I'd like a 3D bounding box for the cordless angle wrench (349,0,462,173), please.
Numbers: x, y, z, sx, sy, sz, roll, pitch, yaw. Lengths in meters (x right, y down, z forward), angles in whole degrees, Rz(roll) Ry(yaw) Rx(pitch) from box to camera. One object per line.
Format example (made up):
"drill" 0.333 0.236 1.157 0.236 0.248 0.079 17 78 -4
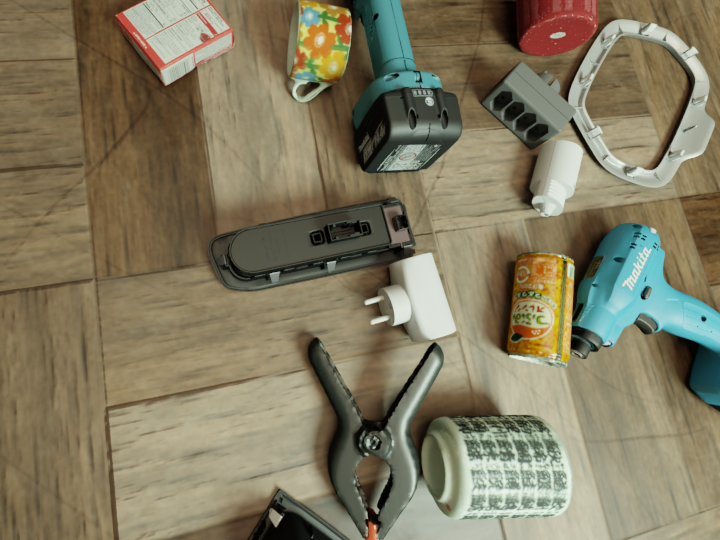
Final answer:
"cordless angle wrench" 0.010 -0.313 0.453 0.072 0.099 0.430 -5 76 -19

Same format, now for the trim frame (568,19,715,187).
"trim frame" 0.359 -0.218 0.531 0.183 0.028 0.248 35 72 -3

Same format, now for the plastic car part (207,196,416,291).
"plastic car part" -0.039 -0.025 0.396 0.200 0.068 0.066 -13 90 -11

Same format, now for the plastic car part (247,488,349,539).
"plastic car part" -0.033 0.244 0.331 0.117 0.071 0.066 34 75 -1

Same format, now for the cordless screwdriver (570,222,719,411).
"cordless screwdriver" 0.339 0.080 0.439 0.250 0.074 0.159 36 74 2
